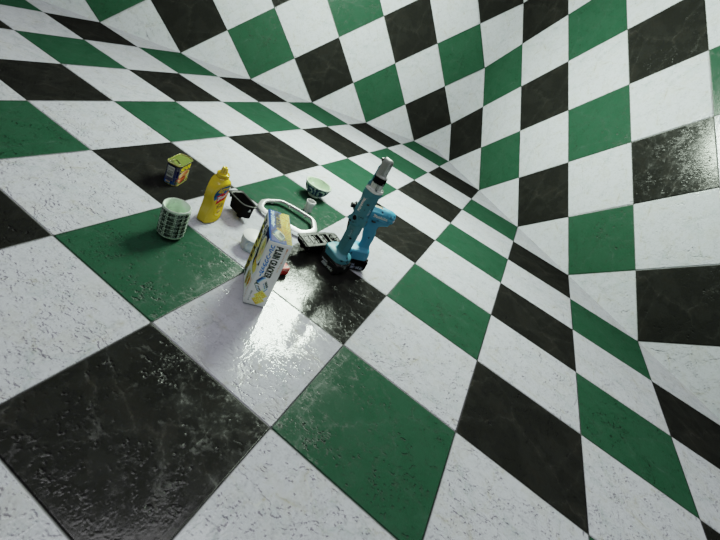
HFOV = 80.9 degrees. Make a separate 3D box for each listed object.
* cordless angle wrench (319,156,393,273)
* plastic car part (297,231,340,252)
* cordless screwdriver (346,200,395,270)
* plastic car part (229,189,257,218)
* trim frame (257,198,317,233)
[{"bbox_3d":[-0.005,-0.171,1.358,0.071,0.421,0.103,-7,46,-48],"label":"cordless angle wrench"},{"bbox_3d":[-0.145,-0.095,1.485,0.069,0.067,0.195,43,33,24],"label":"plastic car part"},{"bbox_3d":[-0.004,-0.122,1.458,0.154,0.248,0.077,18,31,-20],"label":"cordless screwdriver"},{"bbox_3d":[-0.414,-0.222,1.464,0.063,0.070,0.122,-7,44,-47],"label":"plastic car part"},{"bbox_3d":[-0.273,-0.204,1.595,0.253,0.027,0.182,31,30,8],"label":"trim frame"}]
